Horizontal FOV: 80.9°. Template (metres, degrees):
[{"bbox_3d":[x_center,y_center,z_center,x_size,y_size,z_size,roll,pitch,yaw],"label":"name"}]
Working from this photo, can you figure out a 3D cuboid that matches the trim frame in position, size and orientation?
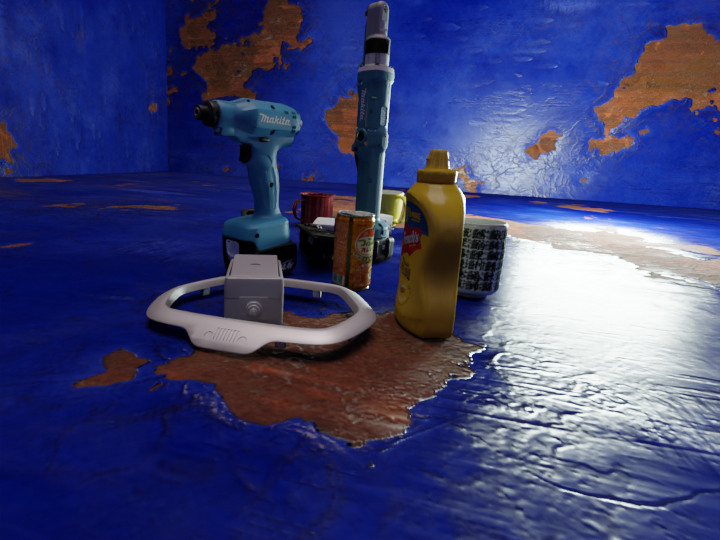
[{"bbox_3d":[-0.107,0.040,0.462,0.255,0.027,0.182,7,15,13],"label":"trim frame"}]

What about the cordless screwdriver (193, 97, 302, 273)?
[{"bbox_3d":[-0.158,-0.111,0.593,0.078,0.246,0.153,14,16,38],"label":"cordless screwdriver"}]

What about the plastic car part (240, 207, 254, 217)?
[{"bbox_3d":[-0.190,-0.072,0.781,0.064,0.070,0.121,-1,15,-18],"label":"plastic car part"}]

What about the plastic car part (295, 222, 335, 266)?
[{"bbox_3d":[-0.070,-0.046,0.712,0.065,0.066,0.210,0,15,-16],"label":"plastic car part"}]

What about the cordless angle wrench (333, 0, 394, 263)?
[{"bbox_3d":[0.016,-0.224,0.716,0.071,0.418,0.103,-8,17,-44],"label":"cordless angle wrench"}]
